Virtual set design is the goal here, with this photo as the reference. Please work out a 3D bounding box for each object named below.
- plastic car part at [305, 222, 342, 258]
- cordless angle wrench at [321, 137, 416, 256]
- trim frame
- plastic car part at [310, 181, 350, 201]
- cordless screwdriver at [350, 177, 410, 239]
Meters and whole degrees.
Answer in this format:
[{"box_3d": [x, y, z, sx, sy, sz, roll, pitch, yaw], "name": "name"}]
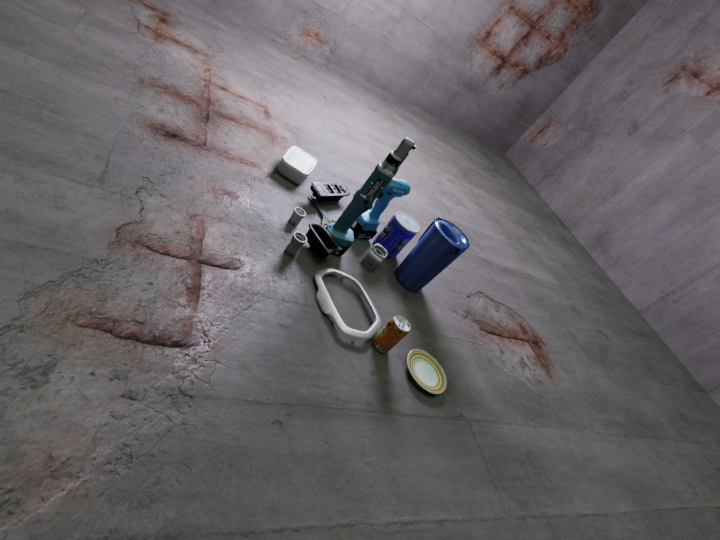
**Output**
[{"box_3d": [-0.124, -0.081, 1.269, 0.063, 0.071, 0.121, -15, 60, -51], "name": "plastic car part"}, {"box_3d": [0.014, -0.212, 1.233, 0.094, 0.425, 0.077, 25, 37, -22], "name": "cordless angle wrench"}, {"box_3d": [-0.038, 0.088, 1.180, 0.175, 0.027, 0.260, 3, 46, -40], "name": "trim frame"}, {"box_3d": [-0.110, -0.278, 1.524, 0.068, 0.067, 0.195, 50, 36, 17], "name": "plastic car part"}, {"box_3d": [0.040, -0.215, 1.416, 0.151, 0.250, 0.078, 7, 46, -39], "name": "cordless screwdriver"}]
